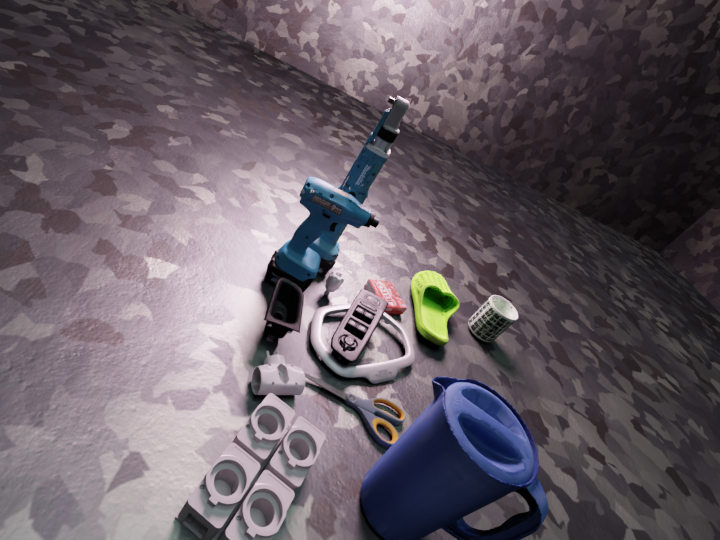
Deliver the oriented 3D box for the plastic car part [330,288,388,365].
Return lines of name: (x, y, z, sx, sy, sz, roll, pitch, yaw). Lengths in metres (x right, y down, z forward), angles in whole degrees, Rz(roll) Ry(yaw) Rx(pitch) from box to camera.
plastic car part: (-0.011, 0.117, 0.843, 0.067, 0.067, 0.202, 33, 33, 2)

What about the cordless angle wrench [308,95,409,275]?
cordless angle wrench: (-0.017, -0.169, 0.897, 0.097, 0.422, 0.075, 30, 33, -5)

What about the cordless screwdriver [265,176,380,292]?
cordless screwdriver: (-0.083, -0.054, 0.851, 0.157, 0.248, 0.075, 28, 33, -7)

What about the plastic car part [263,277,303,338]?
plastic car part: (-0.147, 0.078, 0.786, 0.064, 0.071, 0.120, 22, 33, -15)

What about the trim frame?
trim frame: (0.005, 0.141, 0.859, 0.237, 0.027, 0.193, 0, 43, -38)
